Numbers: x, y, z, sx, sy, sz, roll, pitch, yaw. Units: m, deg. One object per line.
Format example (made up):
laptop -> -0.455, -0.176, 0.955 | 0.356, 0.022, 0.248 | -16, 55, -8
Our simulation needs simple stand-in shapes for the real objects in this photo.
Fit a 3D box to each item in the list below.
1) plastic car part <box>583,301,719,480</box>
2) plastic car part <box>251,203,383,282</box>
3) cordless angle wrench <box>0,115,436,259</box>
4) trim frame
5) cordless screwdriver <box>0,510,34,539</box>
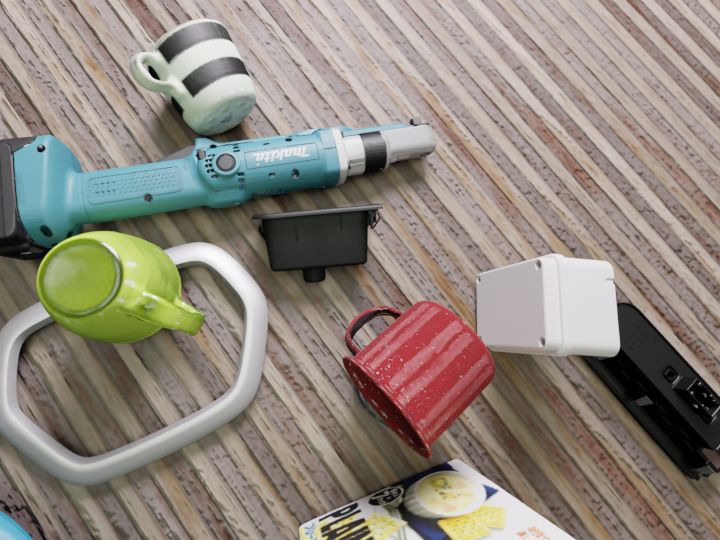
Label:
plastic car part -> 0.275, 0.101, 0.395 | 0.066, 0.066, 0.206 | -40, 82, -5
plastic car part -> -0.039, -0.026, 0.400 | 0.116, 0.067, 0.070 | -9, 95, -4
cordless angle wrench -> -0.127, -0.093, 0.400 | 0.417, 0.074, 0.099 | -11, 81, -9
trim frame -> -0.202, 0.074, 0.379 | 0.246, 0.027, 0.186 | -25, 82, -7
cordless screwdriver -> -0.293, 0.239, 0.314 | 0.252, 0.073, 0.159 | 37, 82, 7
